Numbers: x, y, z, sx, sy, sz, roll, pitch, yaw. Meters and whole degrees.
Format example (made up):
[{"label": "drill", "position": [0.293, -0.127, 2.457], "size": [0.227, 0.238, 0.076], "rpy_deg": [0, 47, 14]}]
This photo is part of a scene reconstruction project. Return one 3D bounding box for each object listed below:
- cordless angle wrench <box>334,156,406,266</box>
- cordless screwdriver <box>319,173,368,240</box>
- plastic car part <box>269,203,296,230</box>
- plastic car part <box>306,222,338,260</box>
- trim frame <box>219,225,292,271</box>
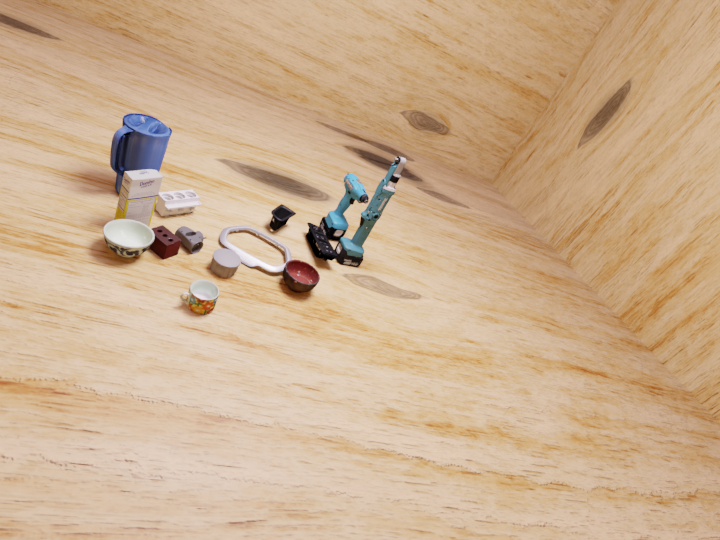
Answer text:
[{"label": "cordless angle wrench", "position": [0.041, -0.195, 1.424], "size": [0.094, 0.421, 0.078], "rpy_deg": [12, 35, -30]}, {"label": "cordless screwdriver", "position": [-0.055, -0.216, 1.553], "size": [0.071, 0.248, 0.167], "rpy_deg": [8, 36, -34]}, {"label": "plastic car part", "position": [-0.287, -0.178, 1.489], "size": [0.067, 0.070, 0.116], "rpy_deg": [31, 30, 3]}, {"label": "plastic car part", "position": [-0.144, -0.094, 1.477], "size": [0.063, 0.067, 0.213], "rpy_deg": [9, 35, -31]}, {"label": "trim frame", "position": [-0.327, -0.071, 1.337], "size": [0.250, 0.027, 0.184], "rpy_deg": [29, 30, 3]}]
